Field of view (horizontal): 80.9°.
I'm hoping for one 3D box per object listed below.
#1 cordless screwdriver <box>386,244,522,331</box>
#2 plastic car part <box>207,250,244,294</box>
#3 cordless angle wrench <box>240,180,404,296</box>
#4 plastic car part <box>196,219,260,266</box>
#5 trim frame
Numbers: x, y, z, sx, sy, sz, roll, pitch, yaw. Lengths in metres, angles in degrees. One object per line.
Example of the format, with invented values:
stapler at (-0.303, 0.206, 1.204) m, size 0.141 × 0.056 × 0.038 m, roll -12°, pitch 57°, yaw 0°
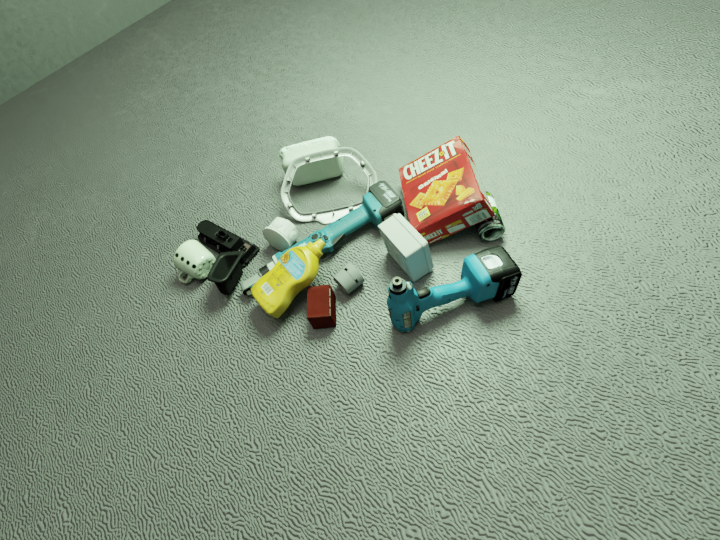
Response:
cordless screwdriver at (0.168, 0.026, 0.794) m, size 0.249 × 0.152 × 0.078 m, roll -21°, pitch 53°, yaw -1°
plastic car part at (-0.316, 0.014, 1.008) m, size 0.067 × 0.068 × 0.119 m, roll -5°, pitch 39°, yaw 13°
cordless angle wrench at (-0.098, -0.064, 0.997) m, size 0.422 × 0.071 × 0.103 m, roll -31°, pitch 53°, yaw -3°
plastic car part at (-0.360, -0.080, 1.098) m, size 0.214 × 0.063 × 0.066 m, roll 24°, pitch 72°, yaw 32°
trim frame at (-0.082, -0.212, 1.068) m, size 0.251 × 0.027 × 0.183 m, roll -9°, pitch 93°, yaw 7°
